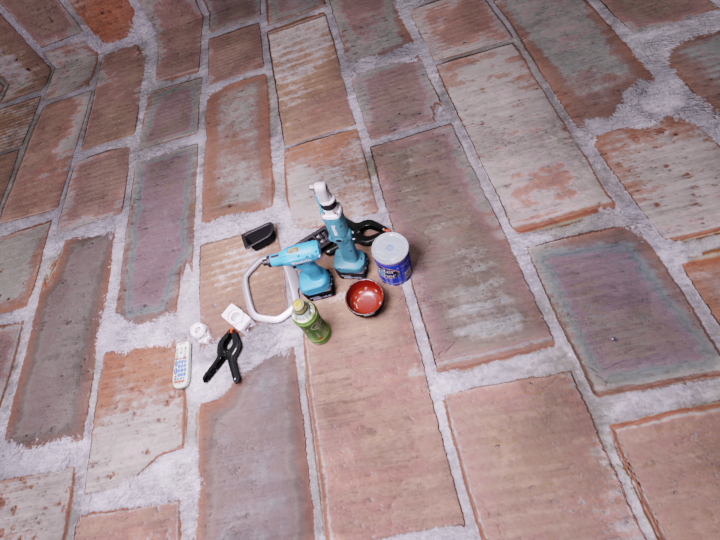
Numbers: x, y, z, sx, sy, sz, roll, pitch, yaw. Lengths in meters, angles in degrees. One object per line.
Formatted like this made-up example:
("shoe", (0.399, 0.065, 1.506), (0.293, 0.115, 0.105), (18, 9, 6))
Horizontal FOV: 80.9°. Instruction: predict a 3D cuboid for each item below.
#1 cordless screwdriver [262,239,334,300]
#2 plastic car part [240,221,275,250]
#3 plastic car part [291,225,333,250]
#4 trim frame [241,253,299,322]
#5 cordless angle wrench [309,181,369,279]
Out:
("cordless screwdriver", (-0.168, 0.007, 1.207), (0.161, 0.238, 0.077), (-13, 59, 6))
("plastic car part", (-0.331, -0.106, 1.421), (0.116, 0.068, 0.069), (-25, 58, 0))
("plastic car part", (-0.132, -0.087, 1.355), (0.202, 0.064, 0.070), (-36, 59, -7))
("trim frame", (-0.283, 0.054, 1.339), (0.184, 0.026, 0.260), (-24, 57, 1))
("cordless angle wrench", (-0.056, -0.101, 1.139), (0.100, 0.404, 0.076), (2, 62, 13))
